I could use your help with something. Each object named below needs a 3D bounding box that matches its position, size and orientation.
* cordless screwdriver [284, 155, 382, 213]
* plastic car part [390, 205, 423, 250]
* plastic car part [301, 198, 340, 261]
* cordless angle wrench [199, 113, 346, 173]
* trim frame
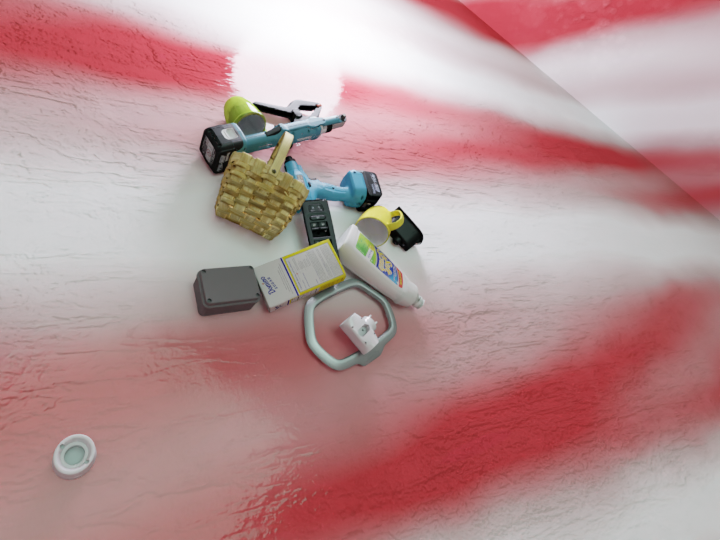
[{"bbox_3d":[-0.076,-0.226,1.092,0.239,0.075,0.165,-5,63,-28],"label":"cordless screwdriver"},{"bbox_3d":[0.109,-0.101,1.128,0.070,0.066,0.117,-39,87,-26],"label":"plastic car part"},{"bbox_3d":[-0.095,-0.062,0.970,0.064,0.067,0.209,-4,66,-28],"label":"plastic car part"},{"bbox_3d":[-0.194,-0.343,1.067,0.411,0.099,0.076,-28,79,-36],"label":"cordless angle wrench"},{"bbox_3d":[-0.020,0.115,0.926,0.241,0.028,0.189,-24,73,-41],"label":"trim frame"}]
